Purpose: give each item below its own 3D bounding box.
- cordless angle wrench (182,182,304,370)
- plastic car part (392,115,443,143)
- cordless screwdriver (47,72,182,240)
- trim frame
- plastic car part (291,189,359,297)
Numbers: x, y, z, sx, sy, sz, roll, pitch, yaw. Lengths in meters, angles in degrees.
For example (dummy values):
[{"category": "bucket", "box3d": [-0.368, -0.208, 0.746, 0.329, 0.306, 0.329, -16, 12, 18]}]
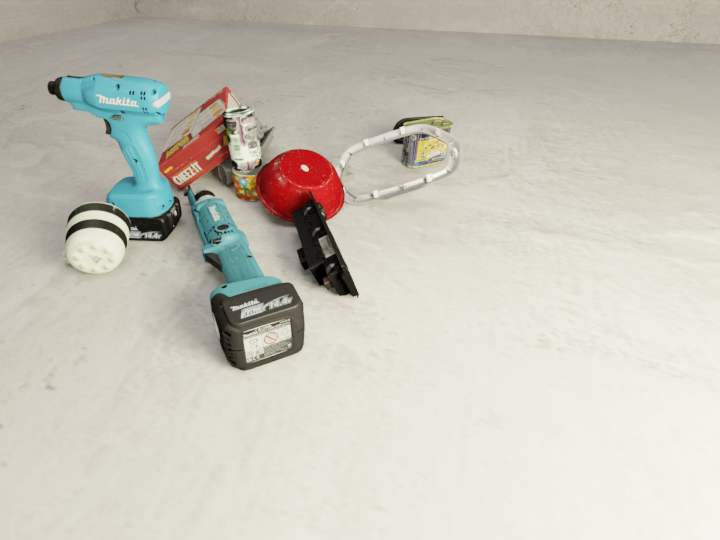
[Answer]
[{"category": "cordless angle wrench", "box3d": [-0.199, -0.039, 0.617, 0.095, 0.072, 0.447, -16, 38, -22]}, {"category": "plastic car part", "box3d": [0.133, -0.336, 1.009, 0.118, 0.064, 0.071, 3, 22, 8]}, {"category": "cordless screwdriver", "box3d": [-0.359, -0.166, 0.636, 0.159, 0.243, 0.076, 8, 37, -1]}, {"category": "trim frame", "box3d": [0.063, -0.202, 0.789, 0.251, 0.026, 0.191, -15, 54, 7]}, {"category": "plastic car part", "box3d": [-0.060, -0.039, 0.617, 0.068, 0.063, 0.212, -29, 44, 9]}]
